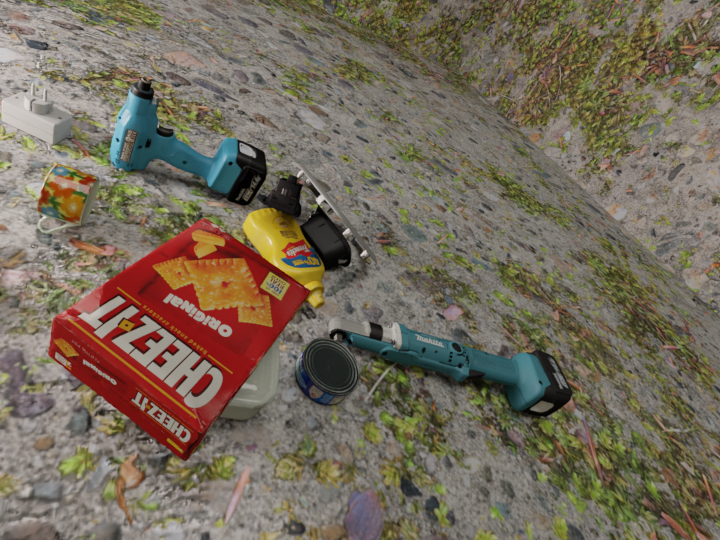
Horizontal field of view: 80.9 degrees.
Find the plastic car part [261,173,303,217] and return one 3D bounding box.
[{"bbox_3d":[-0.133,-0.140,0.761,0.065,0.067,0.206,13,8,-9],"label":"plastic car part"}]

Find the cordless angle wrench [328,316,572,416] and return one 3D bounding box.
[{"bbox_3d":[0.143,0.142,0.685,0.411,0.074,0.101,18,38,-15],"label":"cordless angle wrench"}]

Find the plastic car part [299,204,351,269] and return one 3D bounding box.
[{"bbox_3d":[-0.075,-0.049,0.764,0.069,0.065,0.121,-23,66,-33],"label":"plastic car part"}]

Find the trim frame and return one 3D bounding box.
[{"bbox_3d":[-0.042,-0.097,0.759,0.194,0.027,0.235,54,5,37],"label":"trim frame"}]

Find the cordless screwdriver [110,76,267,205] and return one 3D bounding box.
[{"bbox_3d":[-0.277,-0.210,0.712,0.238,0.159,0.077,15,40,-27],"label":"cordless screwdriver"}]
